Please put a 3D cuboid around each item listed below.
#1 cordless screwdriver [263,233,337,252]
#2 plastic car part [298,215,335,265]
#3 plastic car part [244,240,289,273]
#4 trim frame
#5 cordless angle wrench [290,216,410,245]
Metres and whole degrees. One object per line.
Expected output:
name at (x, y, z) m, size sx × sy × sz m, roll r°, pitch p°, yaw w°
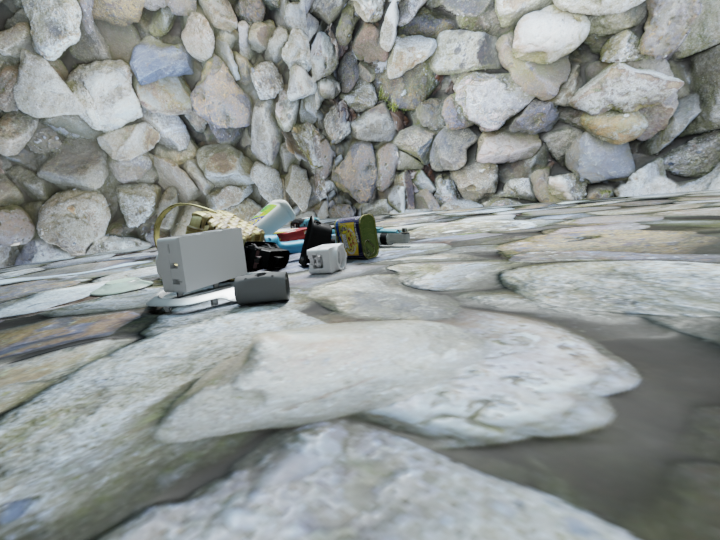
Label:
cordless screwdriver at (-0.186, -0.062, 1.120) m, size 0.243 × 0.074 × 0.163 m, roll -5°, pitch 4°, yaw -16°
plastic car part at (-0.096, -0.063, 0.979) m, size 0.069 × 0.116 × 0.068 m, roll 16°, pitch 1°, yaw -16°
plastic car part at (-0.201, -0.030, 0.933) m, size 0.068 × 0.066 × 0.201 m, roll 4°, pitch 4°, yaw 4°
trim frame at (-0.246, 0.033, 0.736) m, size 0.193 × 0.027 × 0.238 m, roll 1°, pitch 10°, yaw 43°
cordless angle wrench at (-0.039, -0.105, 1.250) m, size 0.445 × 0.097 × 0.071 m, roll 7°, pitch 14°, yaw 41°
